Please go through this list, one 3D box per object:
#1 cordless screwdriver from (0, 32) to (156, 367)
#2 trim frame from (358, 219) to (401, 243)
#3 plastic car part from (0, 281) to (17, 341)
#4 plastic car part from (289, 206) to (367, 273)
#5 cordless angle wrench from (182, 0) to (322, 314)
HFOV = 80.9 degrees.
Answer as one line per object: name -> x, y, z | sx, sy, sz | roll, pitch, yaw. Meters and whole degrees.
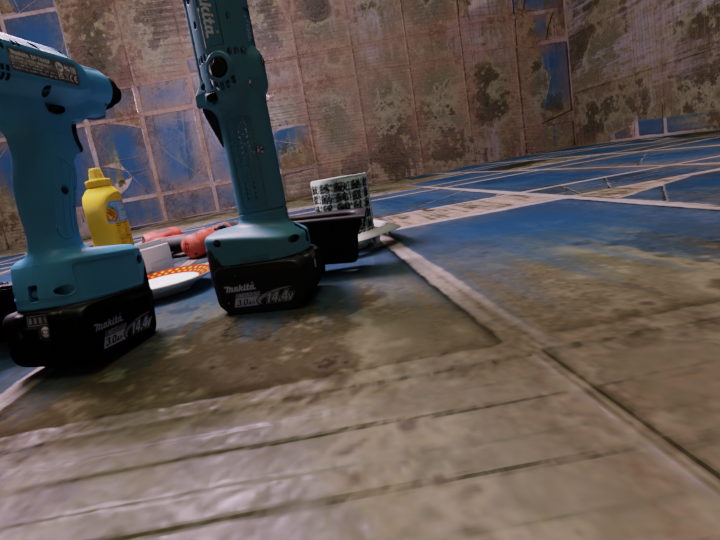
cordless screwdriver -> -0.236, -0.057, 0.355 | 0.076, 0.245, 0.158 | -8, 11, 10
trim frame -> -0.044, -0.051, 0.654 | 0.181, 0.027, 0.257 | -14, 14, -14
plastic car part -> -0.382, 0.039, 0.454 | 0.213, 0.066, 0.064 | 2, 17, 44
plastic car part -> -0.047, -0.031, 0.480 | 0.118, 0.070, 0.066 | -8, 11, 9
cordless angle wrench -> -0.117, -0.174, 0.379 | 0.100, 0.417, 0.074 | -8, 9, 12
